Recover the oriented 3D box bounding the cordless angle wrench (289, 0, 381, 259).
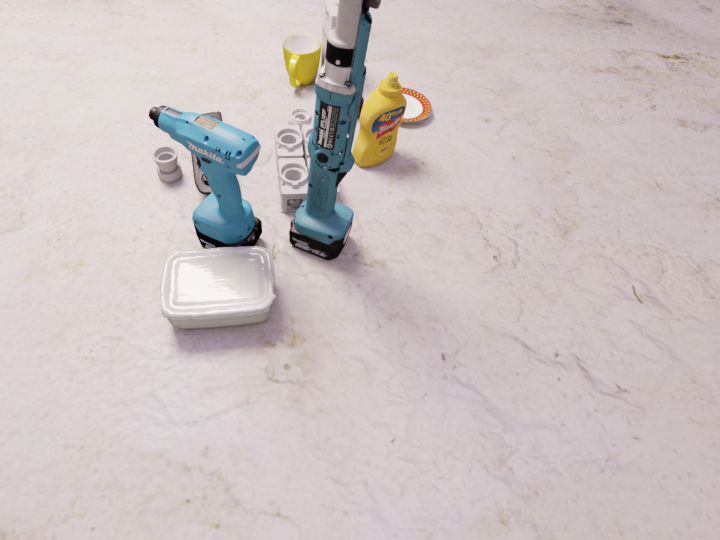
[{"bbox_3d":[-0.040,-0.168,0.579,0.099,0.415,0.075,24,56,5],"label":"cordless angle wrench"}]

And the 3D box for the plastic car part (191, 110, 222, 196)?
[{"bbox_3d":[-0.283,-0.210,0.797,0.065,0.065,0.211,-9,57,-14],"label":"plastic car part"}]

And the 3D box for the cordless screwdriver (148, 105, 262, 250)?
[{"bbox_3d":[-0.226,-0.127,0.636,0.163,0.244,0.074,27,56,9],"label":"cordless screwdriver"}]
